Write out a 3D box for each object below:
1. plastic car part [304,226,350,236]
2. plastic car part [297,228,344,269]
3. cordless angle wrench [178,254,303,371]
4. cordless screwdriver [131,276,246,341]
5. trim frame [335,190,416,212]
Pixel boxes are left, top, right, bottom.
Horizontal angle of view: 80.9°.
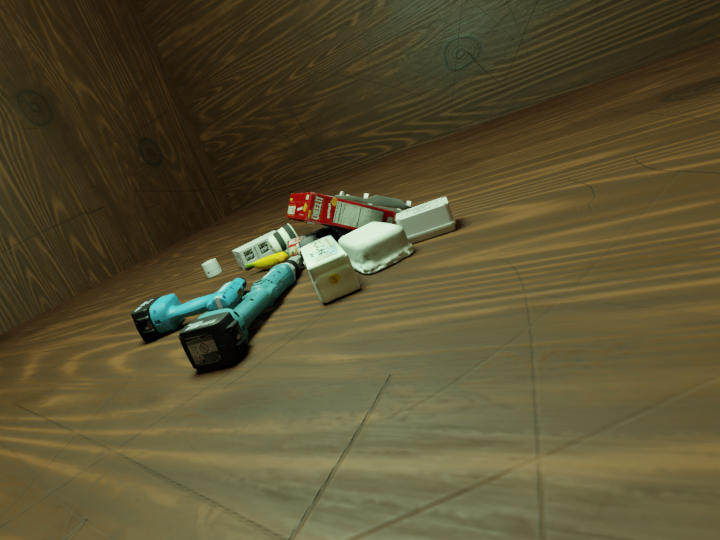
[{"bbox_3d":[-0.081,-0.102,1.156,0.200,0.065,0.069,-31,24,-16],"label":"plastic car part"},{"bbox_3d":[-0.096,-0.063,0.979,0.117,0.068,0.068,-29,-24,8],"label":"plastic car part"},{"bbox_3d":[-0.196,0.048,0.844,0.100,0.073,0.421,-16,16,19],"label":"cordless angle wrench"},{"bbox_3d":[-0.389,0.078,0.986,0.252,0.073,0.161,-15,17,10],"label":"cordless screwdriver"},{"bbox_3d":[0.061,-0.158,1.007,0.251,0.027,0.183,13,6,5],"label":"trim frame"}]
